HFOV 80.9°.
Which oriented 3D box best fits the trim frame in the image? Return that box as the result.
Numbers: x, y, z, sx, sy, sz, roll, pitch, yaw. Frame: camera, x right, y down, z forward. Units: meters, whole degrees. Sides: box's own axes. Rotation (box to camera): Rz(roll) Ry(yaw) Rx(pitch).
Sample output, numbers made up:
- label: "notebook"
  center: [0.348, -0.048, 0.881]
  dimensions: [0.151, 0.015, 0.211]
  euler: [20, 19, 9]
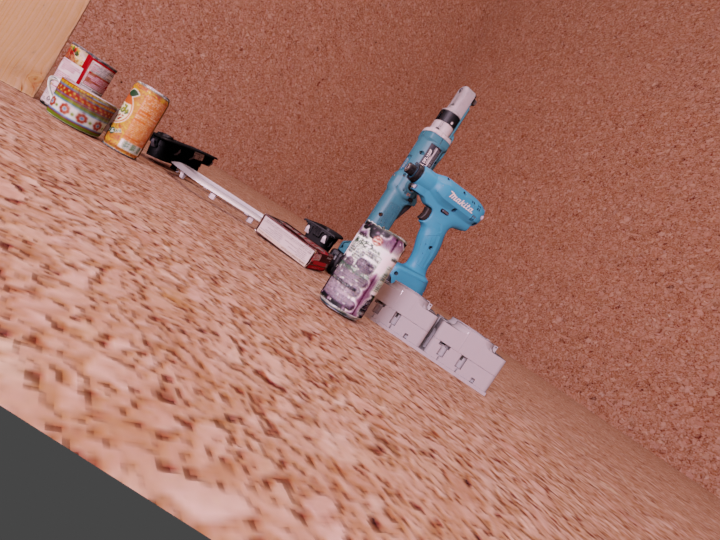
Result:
- label: "trim frame"
  center: [-0.243, -0.130, 0.792]
  dimensions: [0.239, 0.027, 0.191]
  euler: [31, 3, -22]

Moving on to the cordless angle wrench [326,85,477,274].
- label: "cordless angle wrench"
  center: [0.084, -0.156, 0.785]
  dimensions: [0.094, 0.423, 0.078]
  euler: [31, 3, -25]

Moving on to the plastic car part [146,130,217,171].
- label: "plastic car part"
  center: [-0.366, -0.234, 0.846]
  dimensions: [0.067, 0.067, 0.200]
  euler: [33, 3, 3]

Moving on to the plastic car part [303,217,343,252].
- label: "plastic car part"
  center: [-0.078, -0.051, 0.802]
  dimensions: [0.067, 0.071, 0.114]
  euler: [33, 3, 10]

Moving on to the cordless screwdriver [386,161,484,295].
- label: "cordless screwdriver"
  center: [0.084, -0.048, 0.714]
  dimensions: [0.154, 0.248, 0.077]
  euler: [32, 3, -20]
